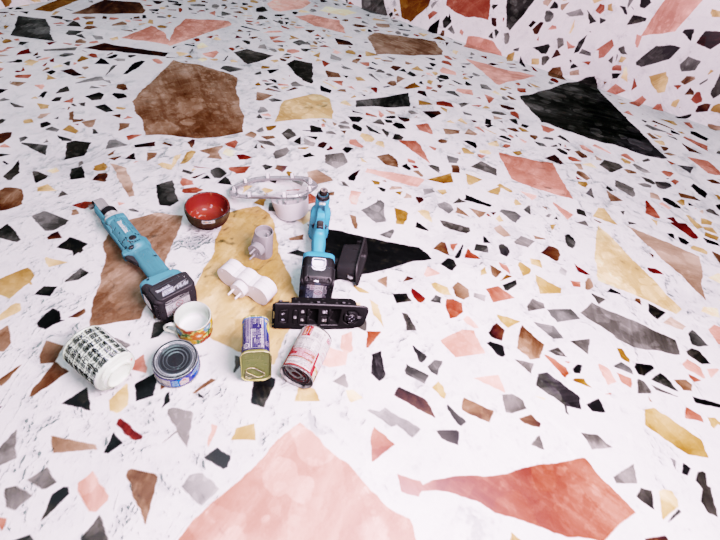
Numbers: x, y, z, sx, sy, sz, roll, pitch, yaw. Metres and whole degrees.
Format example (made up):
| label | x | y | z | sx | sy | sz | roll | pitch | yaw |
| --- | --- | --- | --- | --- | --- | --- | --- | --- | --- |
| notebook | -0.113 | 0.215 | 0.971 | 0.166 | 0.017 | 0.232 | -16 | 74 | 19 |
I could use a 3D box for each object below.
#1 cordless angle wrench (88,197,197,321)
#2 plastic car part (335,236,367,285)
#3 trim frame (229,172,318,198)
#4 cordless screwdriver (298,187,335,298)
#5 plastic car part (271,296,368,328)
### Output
| label | x | y | z | sx | sy | sz | roll | pitch | yaw |
| --- | --- | --- | --- | --- | --- | --- | --- | --- | --- |
| cordless angle wrench | -0.520 | -0.054 | 0.972 | 0.095 | 0.072 | 0.444 | -30 | 55 | -33 |
| plastic car part | -0.027 | -0.022 | 1.021 | 0.073 | 0.063 | 0.117 | 7 | 47 | 17 |
| trim frame | -0.240 | -0.232 | 1.165 | 0.253 | 0.027 | 0.187 | 3 | 33 | 8 |
| cordless screwdriver | -0.096 | -0.062 | 0.977 | 0.074 | 0.156 | 0.257 | 5 | 48 | -8 |
| plastic car part | -0.086 | 0.089 | 0.905 | 0.202 | 0.065 | 0.069 | 3 | 21 | -4 |
